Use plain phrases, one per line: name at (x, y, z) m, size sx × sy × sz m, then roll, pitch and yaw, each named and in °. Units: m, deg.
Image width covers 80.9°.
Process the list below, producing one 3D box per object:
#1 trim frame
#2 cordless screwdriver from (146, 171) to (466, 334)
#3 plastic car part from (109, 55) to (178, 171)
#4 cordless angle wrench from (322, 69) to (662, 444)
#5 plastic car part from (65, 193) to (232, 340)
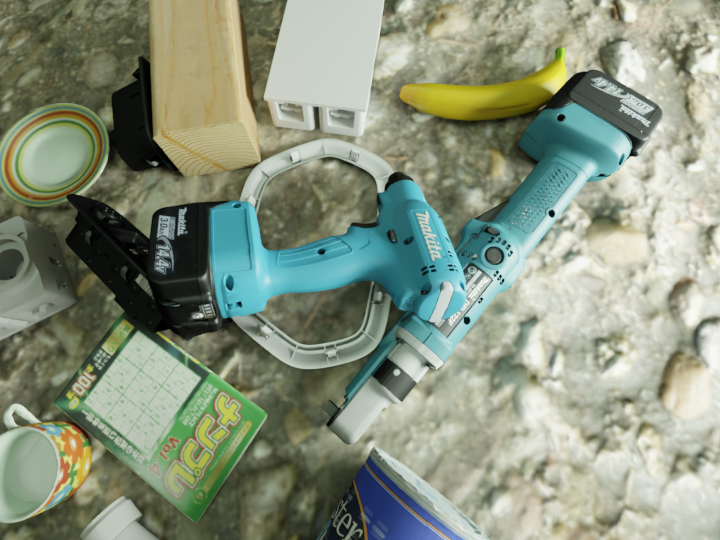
trim frame at (-0.042, -0.028, 0.434) m, size 0.185 × 0.027 × 0.252 m, roll 7°, pitch 72°, yaw 2°
cordless screwdriver at (-0.048, -0.027, 0.372) m, size 0.247 × 0.072 × 0.165 m, roll -4°, pitch 50°, yaw -6°
plastic car part at (-0.247, -0.163, 0.474) m, size 0.072 × 0.063 × 0.118 m, roll -11°, pitch 77°, yaw 13°
cordless angle wrench at (0.118, -0.010, 0.403) m, size 0.100 × 0.073 × 0.422 m, roll 39°, pitch 81°, yaw 11°
plastic car part at (-0.223, 0.001, 0.422) m, size 0.208 × 0.064 × 0.067 m, roll 44°, pitch 105°, yaw 12°
